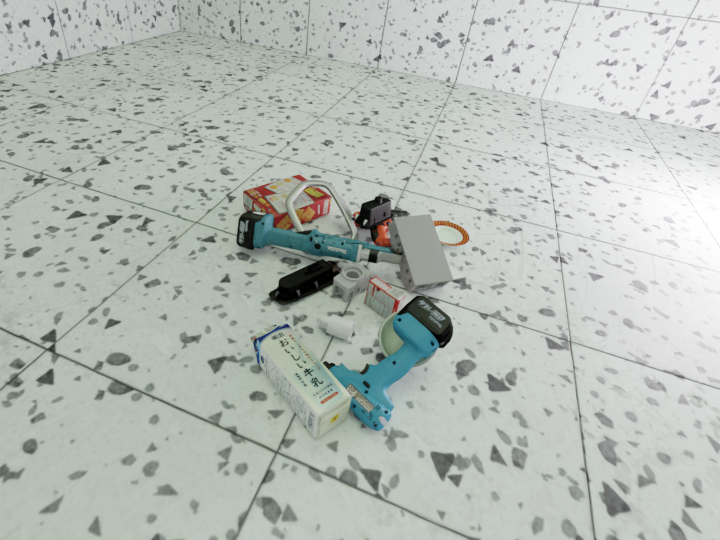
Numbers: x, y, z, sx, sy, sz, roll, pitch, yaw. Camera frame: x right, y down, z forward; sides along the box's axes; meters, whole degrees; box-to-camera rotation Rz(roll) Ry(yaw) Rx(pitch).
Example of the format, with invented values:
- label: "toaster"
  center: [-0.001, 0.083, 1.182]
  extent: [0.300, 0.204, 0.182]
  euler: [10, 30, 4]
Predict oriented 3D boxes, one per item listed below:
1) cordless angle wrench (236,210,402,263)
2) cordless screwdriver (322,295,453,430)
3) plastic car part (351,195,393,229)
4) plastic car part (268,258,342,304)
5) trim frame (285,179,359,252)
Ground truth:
- label: "cordless angle wrench"
  center: [-0.106, -0.069, 1.086]
  extent: [0.430, 0.097, 0.074]
  euler: [12, 14, 9]
- label: "cordless screwdriver"
  center: [0.050, 0.155, 0.804]
  extent: [0.168, 0.071, 0.247]
  euler: [35, 75, 31]
- label: "plastic car part"
  center: [0.041, -0.173, 1.187]
  extent: [0.113, 0.069, 0.070]
  euler: [-27, 48, -30]
- label: "plastic car part"
  center: [-0.126, 0.021, 1.021]
  extent: [0.198, 0.065, 0.069]
  euler: [-29, 58, -32]
- label: "trim frame"
  center: [-0.105, -0.150, 1.186]
  extent: [0.180, 0.027, 0.256]
  euler: [-22, 71, -23]
